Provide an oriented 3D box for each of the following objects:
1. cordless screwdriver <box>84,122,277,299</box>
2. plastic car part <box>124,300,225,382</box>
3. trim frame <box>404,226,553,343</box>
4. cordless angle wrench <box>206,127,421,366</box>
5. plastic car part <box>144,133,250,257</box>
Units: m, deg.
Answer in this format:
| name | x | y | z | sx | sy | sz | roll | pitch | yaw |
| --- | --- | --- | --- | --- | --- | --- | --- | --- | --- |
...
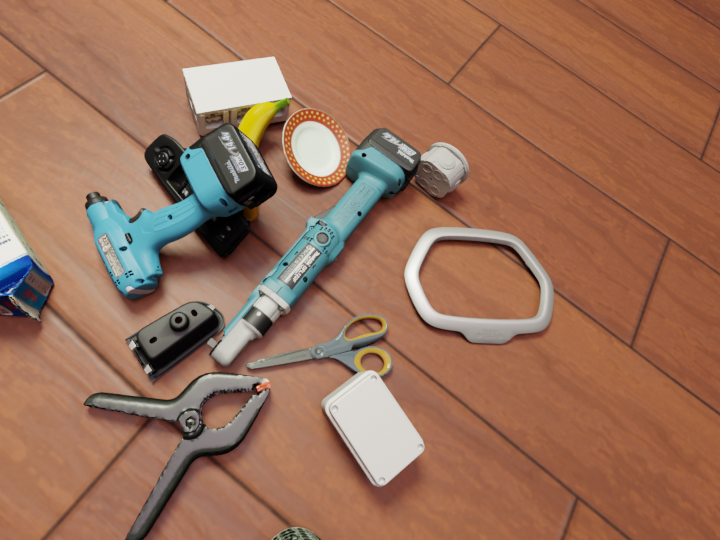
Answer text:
| name | x | y | z | sx | sy | sz | roll | pitch | yaw |
| --- | --- | --- | --- | --- | --- | --- | --- | --- | --- |
| cordless screwdriver | -0.242 | -0.094 | 0.545 | 0.250 | 0.072 | 0.163 | -35 | 77 | 8 |
| plastic car part | -0.228 | 0.073 | 0.523 | 0.115 | 0.071 | 0.067 | -36 | 82 | -20 |
| trim frame | 0.185 | 0.019 | 0.654 | 0.243 | 0.027 | 0.189 | 3 | 65 | -12 |
| cordless angle wrench | -0.059 | -0.039 | 0.608 | 0.099 | 0.074 | 0.421 | 36 | 67 | 3 |
| plastic car part | -0.228 | -0.116 | 0.608 | 0.206 | 0.067 | 0.065 | 46 | 27 | 7 |
